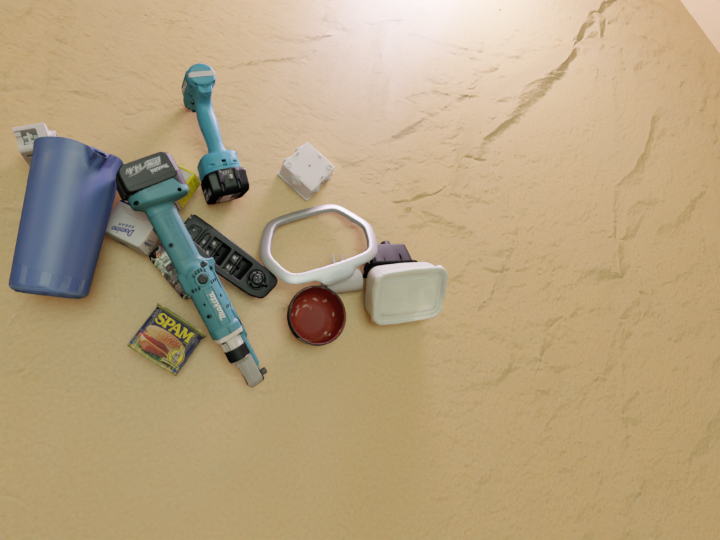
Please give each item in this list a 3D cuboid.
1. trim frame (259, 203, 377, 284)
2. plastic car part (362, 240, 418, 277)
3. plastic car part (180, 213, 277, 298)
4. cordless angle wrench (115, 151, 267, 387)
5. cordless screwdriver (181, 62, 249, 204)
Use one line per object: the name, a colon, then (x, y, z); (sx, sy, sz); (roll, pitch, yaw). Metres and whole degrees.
trim frame: (-0.083, -0.054, 0.851); (0.242, 0.027, 0.192); (-18, 58, -24)
plastic car part: (0.055, -0.030, 0.903); (0.113, 0.066, 0.073); (-7, 62, -24)
plastic car part: (-0.251, -0.014, 0.789); (0.199, 0.068, 0.066); (35, 58, -10)
cordless angle wrench: (-0.271, 0.013, 0.713); (0.096, 0.077, 0.418); (-29, 98, -29)
cordless screwdriver: (-0.299, -0.257, 0.833); (0.072, 0.165, 0.247); (-16, 95, -28)
